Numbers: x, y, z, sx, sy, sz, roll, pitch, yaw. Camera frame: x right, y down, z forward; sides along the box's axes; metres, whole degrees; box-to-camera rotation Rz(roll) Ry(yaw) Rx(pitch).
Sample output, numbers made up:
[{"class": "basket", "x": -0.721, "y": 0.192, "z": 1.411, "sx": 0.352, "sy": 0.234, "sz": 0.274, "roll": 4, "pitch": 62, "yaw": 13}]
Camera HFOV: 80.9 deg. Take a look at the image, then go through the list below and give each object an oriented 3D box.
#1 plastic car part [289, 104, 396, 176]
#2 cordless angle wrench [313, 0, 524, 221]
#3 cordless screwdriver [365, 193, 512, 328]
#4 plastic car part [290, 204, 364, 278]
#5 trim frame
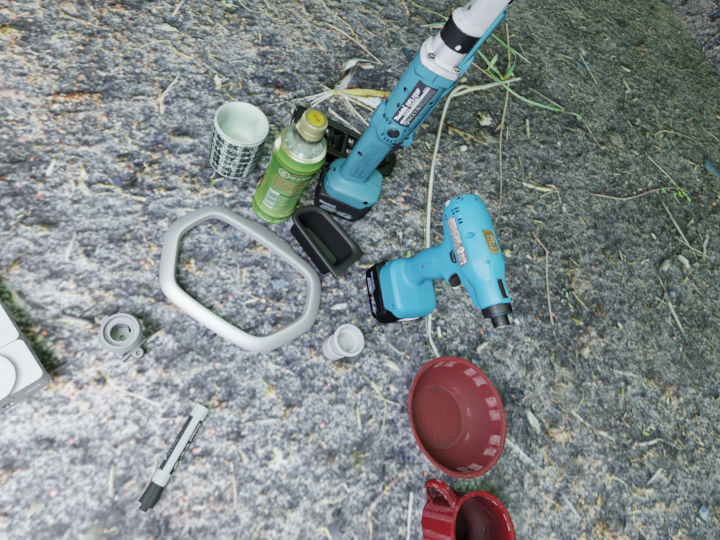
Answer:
[{"class": "plastic car part", "x": -0.034, "y": -0.212, "z": 0.747, "sx": 0.198, "sy": 0.067, "sz": 0.067, "roll": 18, "pitch": 61, "yaw": -13}, {"class": "cordless angle wrench", "x": 0.049, "y": -0.199, "z": 0.563, "sx": 0.095, "sy": 0.427, "sz": 0.075, "roll": 24, "pitch": 61, "yaw": -15}, {"class": "cordless screwdriver", "x": 0.100, "y": 0.023, "z": 0.579, "sx": 0.072, "sy": 0.251, "sz": 0.163, "roll": -1, "pitch": 69, "yaw": -26}, {"class": "plastic car part", "x": -0.064, "y": -0.042, "z": 0.651, "sx": 0.065, "sy": 0.071, "sz": 0.118, "roll": -38, "pitch": 85, "yaw": -32}, {"class": "trim frame", "x": -0.169, "y": 0.007, "z": 0.612, "sx": 0.246, "sy": 0.028, "sz": 0.185, "roll": 32, "pitch": 58, "yaw": -5}]
